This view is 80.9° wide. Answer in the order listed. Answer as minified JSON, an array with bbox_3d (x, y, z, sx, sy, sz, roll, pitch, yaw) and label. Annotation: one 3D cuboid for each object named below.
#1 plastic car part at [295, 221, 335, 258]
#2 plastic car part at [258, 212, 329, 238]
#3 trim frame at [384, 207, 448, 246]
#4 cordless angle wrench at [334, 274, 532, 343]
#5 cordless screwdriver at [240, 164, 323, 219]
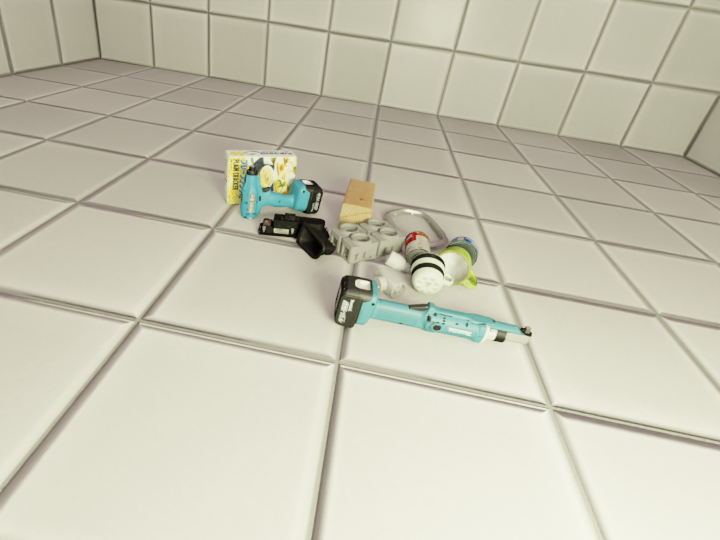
[{"bbox_3d":[-0.111,-0.073,1.136,0.067,0.065,0.123,0,33,-43],"label":"plastic car part"},{"bbox_3d":[-0.185,-0.129,1.201,0.201,0.066,0.068,9,25,-5],"label":"plastic car part"},{"bbox_3d":[0.175,-0.136,1.327,0.180,0.027,0.259,-1,32,-14],"label":"trim frame"},{"bbox_3d":[0.157,0.103,0.902,0.421,0.096,0.076,12,31,-3],"label":"cordless angle wrench"},{"bbox_3d":[-0.237,-0.240,1.270,0.240,0.156,0.078,-7,36,-28],"label":"cordless screwdriver"}]
